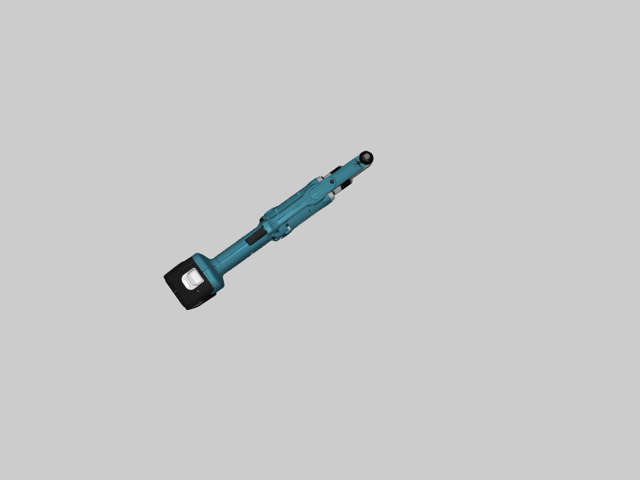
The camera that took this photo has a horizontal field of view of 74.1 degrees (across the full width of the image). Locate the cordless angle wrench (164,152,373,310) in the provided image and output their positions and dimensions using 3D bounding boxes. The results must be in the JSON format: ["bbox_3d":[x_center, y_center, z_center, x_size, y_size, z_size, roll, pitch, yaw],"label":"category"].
[{"bbox_3d":[-0.078,-0.030,0.764,0.423,0.074,0.098,-36,-3,-3],"label":"cordless angle wrench"}]
